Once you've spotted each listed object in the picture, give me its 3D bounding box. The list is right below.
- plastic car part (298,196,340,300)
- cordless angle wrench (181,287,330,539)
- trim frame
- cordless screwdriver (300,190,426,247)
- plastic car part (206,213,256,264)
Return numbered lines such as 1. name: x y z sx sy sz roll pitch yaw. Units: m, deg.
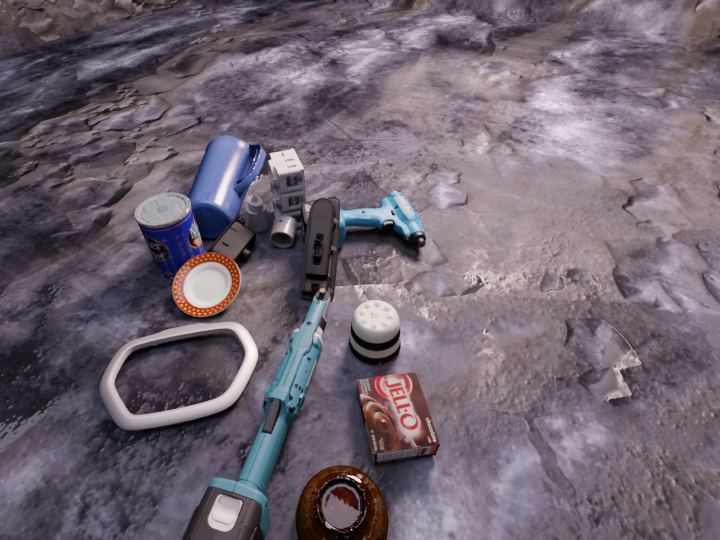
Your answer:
1. plastic car part: -0.077 -0.050 0.788 0.068 0.065 0.206 2 72 11
2. cordless angle wrench: -0.109 0.183 0.602 0.076 0.095 0.427 8 41 9
3. trim frame: -0.288 0.157 0.677 0.246 0.026 0.193 -13 46 -7
4. cordless screwdriver: 0.004 -0.091 0.879 0.245 0.072 0.167 -10 44 -12
5. plastic car part: -0.255 -0.049 0.869 0.072 0.065 0.117 22 51 4
